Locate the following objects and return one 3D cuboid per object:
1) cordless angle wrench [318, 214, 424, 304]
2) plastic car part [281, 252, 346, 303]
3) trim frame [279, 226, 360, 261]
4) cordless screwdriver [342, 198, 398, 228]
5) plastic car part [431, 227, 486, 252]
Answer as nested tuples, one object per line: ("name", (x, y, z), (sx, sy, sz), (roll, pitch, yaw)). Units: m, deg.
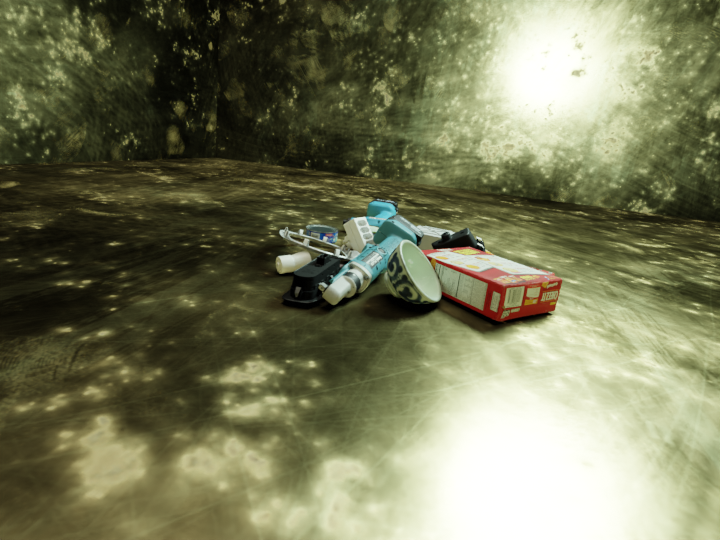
("cordless angle wrench", (0.028, -0.022, 0.854), (0.100, 0.074, 0.415), (36, 29, 7))
("plastic car part", (-0.074, 0.009, 0.764), (0.068, 0.066, 0.200), (17, 22, 12))
("trim frame", (-0.093, -0.061, 0.952), (0.181, 0.027, 0.254), (18, 5, -11))
("cordless screwdriver", (0.040, -0.165, 1.325), (0.162, 0.073, 0.249), (7, 21, 7))
("plastic car part", (0.212, -0.056, 0.954), (0.119, 0.069, 0.066), (-20, 19, 23))
